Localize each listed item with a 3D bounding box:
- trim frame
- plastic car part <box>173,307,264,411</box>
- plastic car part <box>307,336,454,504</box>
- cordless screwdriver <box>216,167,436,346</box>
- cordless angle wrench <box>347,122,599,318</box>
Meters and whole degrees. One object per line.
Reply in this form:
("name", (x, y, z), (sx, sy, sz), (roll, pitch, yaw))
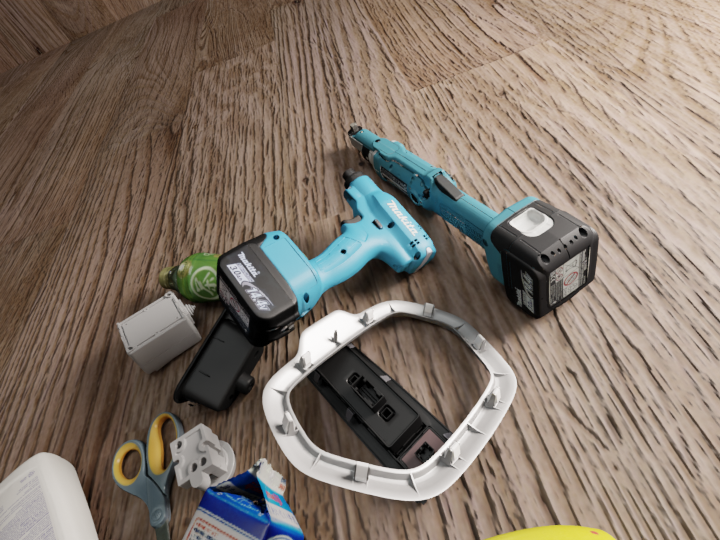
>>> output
("trim frame", (0.029, 0.093, 0.384), (0.194, 0.027, 0.242), (25, 39, 34))
("plastic car part", (-0.154, 0.114, 0.496), (0.073, 0.063, 0.117), (17, 63, 15))
("plastic car part", (0.001, 0.122, 0.421), (0.066, 0.063, 0.215), (-46, 48, -9))
("cordless screwdriver", (-0.048, -0.031, 0.488), (0.242, 0.073, 0.165), (-26, 66, -28))
("cordless angle wrench", (0.093, -0.109, 0.556), (0.074, 0.093, 0.447), (-33, 44, -7))
